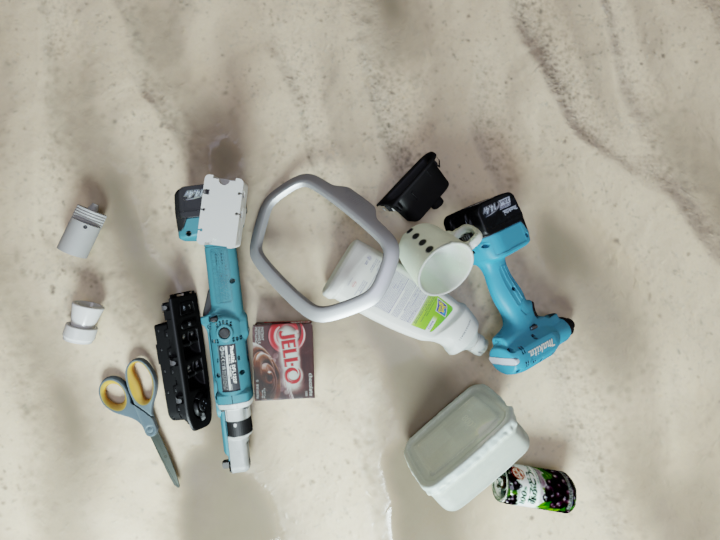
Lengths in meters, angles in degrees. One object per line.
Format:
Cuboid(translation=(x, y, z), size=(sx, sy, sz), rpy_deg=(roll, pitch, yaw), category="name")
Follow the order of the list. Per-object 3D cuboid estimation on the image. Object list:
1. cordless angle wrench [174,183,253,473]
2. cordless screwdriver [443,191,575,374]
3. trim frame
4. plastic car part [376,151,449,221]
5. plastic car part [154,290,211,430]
Cuboid(translation=(-0.199, 0.086, 0.626), size=(0.098, 0.075, 0.423), rpy_deg=(-7, 90, -4), category="cordless angle wrench")
Cuboid(translation=(0.230, 0.010, 0.629), size=(0.154, 0.076, 0.250), rpy_deg=(-17, 87, -28), category="cordless screwdriver")
Cuboid(translation=(-0.060, -0.039, 0.609), size=(0.261, 0.026, 0.184), rpy_deg=(41, 92, 28), category="trim frame")
Cuboid(translation=(0.094, -0.120, 0.650), size=(0.116, 0.068, 0.069), rpy_deg=(-44, 107, -6), category="plastic car part")
Cuboid(translation=(-0.266, 0.137, 0.624), size=(0.068, 0.065, 0.204), rpy_deg=(-14, 88, 6), category="plastic car part")
